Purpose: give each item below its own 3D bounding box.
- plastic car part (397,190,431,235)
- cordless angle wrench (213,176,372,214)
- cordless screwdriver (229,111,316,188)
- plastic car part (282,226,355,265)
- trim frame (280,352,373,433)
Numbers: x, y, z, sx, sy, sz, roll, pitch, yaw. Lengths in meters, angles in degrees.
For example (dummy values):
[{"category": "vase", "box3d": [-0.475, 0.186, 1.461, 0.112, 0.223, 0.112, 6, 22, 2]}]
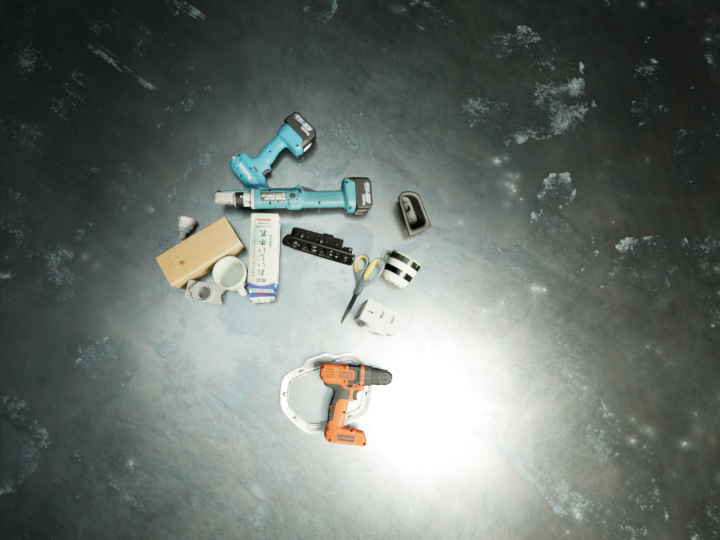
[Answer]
[{"category": "plastic car part", "box3d": [0.136, -0.162, 1.157, 0.065, 0.072, 0.115, -21, 97, -7]}, {"category": "cordless angle wrench", "box3d": [-0.183, -0.197, 1.145, 0.419, 0.074, 0.099, -2, 80, -5]}, {"category": "cordless screwdriver", "box3d": [-0.228, -0.315, 1.189, 0.248, 0.075, 0.159, -40, 92, -3]}, {"category": "plastic car part", "box3d": [-0.112, -0.073, 1.146, 0.204, 0.065, 0.068, 12, 71, 2]}, {"category": "trim frame", "box3d": [-0.085, 0.312, 1.089, 0.248, 0.027, 0.187, -18, 79, -2]}]
